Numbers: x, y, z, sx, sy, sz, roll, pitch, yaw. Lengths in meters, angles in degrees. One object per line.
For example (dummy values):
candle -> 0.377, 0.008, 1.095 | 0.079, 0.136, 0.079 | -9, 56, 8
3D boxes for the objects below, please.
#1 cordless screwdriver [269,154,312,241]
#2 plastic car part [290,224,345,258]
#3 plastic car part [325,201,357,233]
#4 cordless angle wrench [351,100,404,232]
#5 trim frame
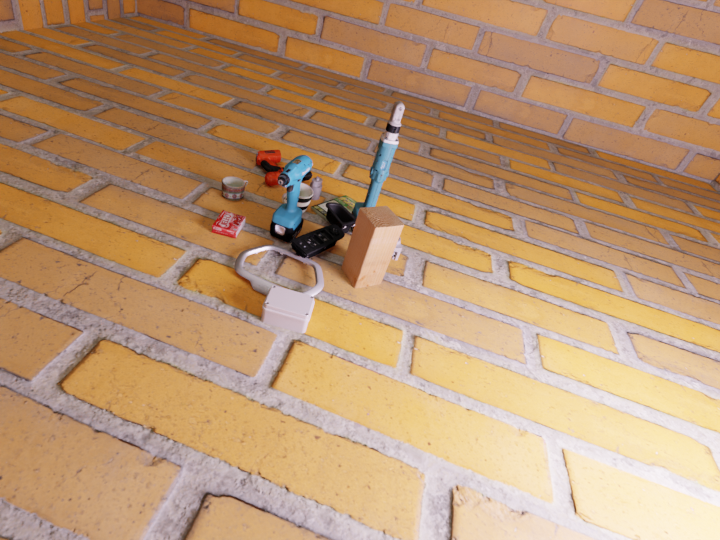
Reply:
cordless screwdriver -> -0.205, -0.192, 1.192 | 0.076, 0.245, 0.159 | 23, 37, 6
plastic car part -> -0.119, -0.078, 1.221 | 0.069, 0.066, 0.198 | 33, 41, 22
plastic car part -> -0.069, -0.158, 1.338 | 0.063, 0.070, 0.123 | -14, 46, -34
cordless angle wrench -> 0.056, -0.296, 1.268 | 0.073, 0.416, 0.102 | 8, 37, -14
trim frame -> -0.213, 0.002, 1.120 | 0.254, 0.027, 0.183 | 22, 38, 11
